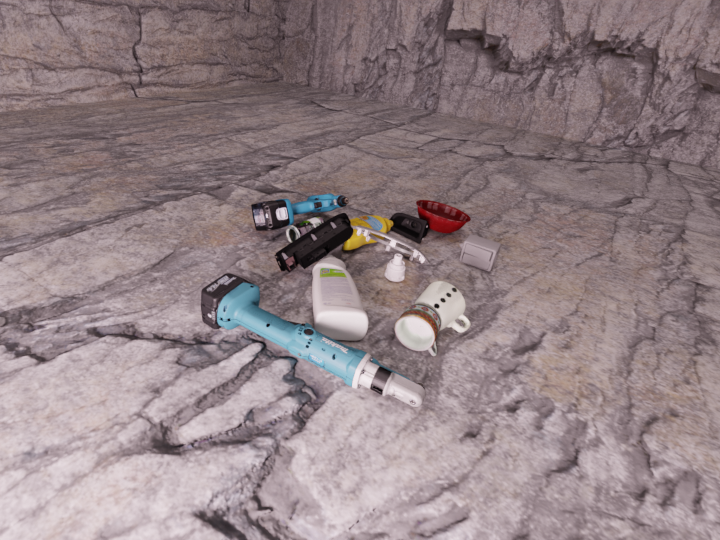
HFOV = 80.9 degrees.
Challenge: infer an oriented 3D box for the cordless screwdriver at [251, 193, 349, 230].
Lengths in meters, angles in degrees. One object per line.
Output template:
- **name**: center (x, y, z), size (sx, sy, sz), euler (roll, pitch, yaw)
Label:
- **cordless screwdriver**: center (-0.162, -0.169, 1.154), size (0.240, 0.073, 0.167), euler (-21, 17, -40)

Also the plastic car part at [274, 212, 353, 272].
- **plastic car part**: center (-0.094, -0.062, 0.965), size (0.201, 0.063, 0.071), euler (-38, 46, -18)

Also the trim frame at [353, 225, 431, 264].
- **trim frame**: center (0.077, -0.057, 0.983), size (0.192, 0.027, 0.238), euler (22, -2, 20)

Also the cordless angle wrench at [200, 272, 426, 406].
- **cordless angle wrench**: center (-0.093, 0.125, 0.733), size (0.440, 0.073, 0.096), euler (22, 34, 21)

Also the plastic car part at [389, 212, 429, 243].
- **plastic car part**: center (0.146, -0.127, 1.199), size (0.123, 0.065, 0.068), euler (29, 22, 38)
